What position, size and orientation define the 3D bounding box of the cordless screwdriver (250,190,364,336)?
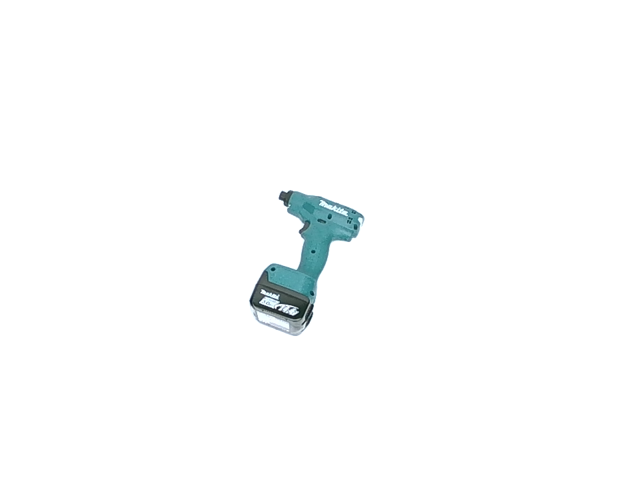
[{"bbox_3d":[-0.042,0.024,0.718,0.159,0.247,0.074,23,-29,11],"label":"cordless screwdriver"}]
